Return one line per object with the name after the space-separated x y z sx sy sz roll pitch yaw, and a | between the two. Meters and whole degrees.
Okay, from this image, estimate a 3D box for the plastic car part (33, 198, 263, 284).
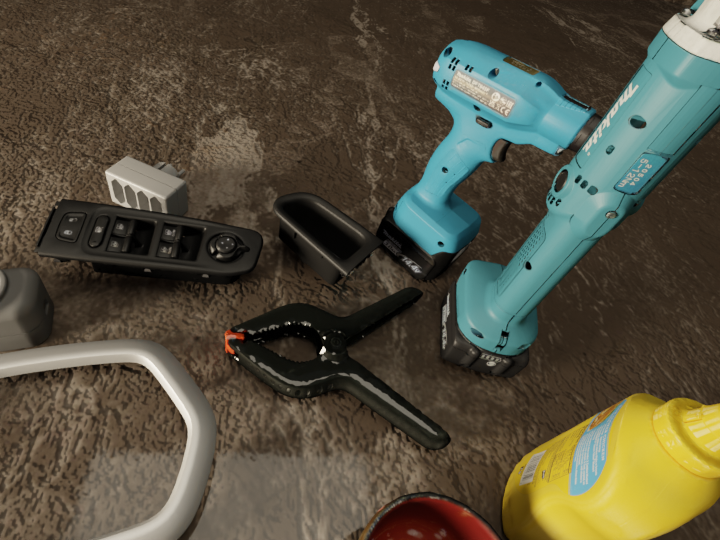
-0.202 -0.018 0.427 0.200 0.066 0.068 4 48 -9 | plastic car part

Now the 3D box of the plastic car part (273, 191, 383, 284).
-0.046 -0.030 0.470 0.121 0.070 0.065 37 50 19 | plastic car part

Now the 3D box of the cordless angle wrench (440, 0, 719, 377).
0.171 -0.058 0.307 0.074 0.416 0.100 17 47 -3 | cordless angle wrench

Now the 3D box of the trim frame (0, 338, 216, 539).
-0.232 0.138 0.306 0.242 0.027 0.192 -6 50 -17 | trim frame

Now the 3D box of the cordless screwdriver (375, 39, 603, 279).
0.115 -0.086 0.437 0.166 0.244 0.073 42 51 21 | cordless screwdriver
